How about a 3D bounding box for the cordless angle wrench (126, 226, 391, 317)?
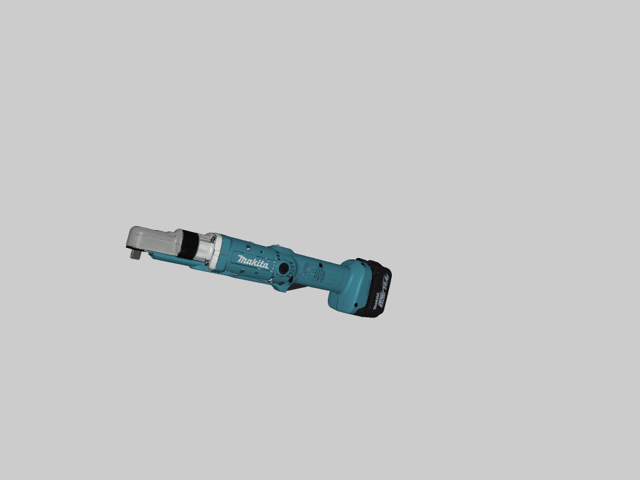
[{"bbox_3d":[-0.067,0.041,0.636,0.423,0.098,0.074,16,-4,-36],"label":"cordless angle wrench"}]
